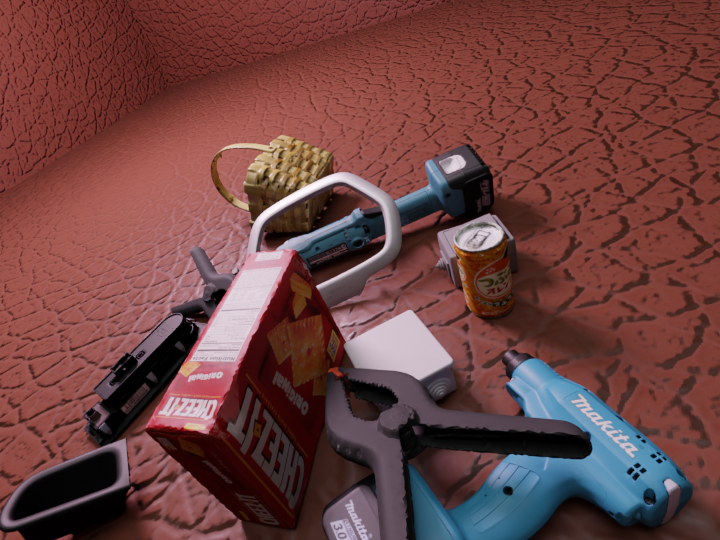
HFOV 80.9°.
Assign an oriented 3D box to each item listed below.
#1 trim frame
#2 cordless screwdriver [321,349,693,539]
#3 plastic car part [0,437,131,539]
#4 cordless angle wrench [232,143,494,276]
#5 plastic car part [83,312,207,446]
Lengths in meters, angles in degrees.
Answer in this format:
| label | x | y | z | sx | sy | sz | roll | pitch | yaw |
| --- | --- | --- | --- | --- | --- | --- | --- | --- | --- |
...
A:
| label | x | y | z | sx | sy | sz | roll | pitch | yaw |
| --- | --- | --- | --- | --- | --- | --- | --- | --- | --- |
| trim frame | -0.061 | -0.040 | 0.620 | 0.251 | 0.026 | 0.190 | -27 | 69 | 8 |
| cordless screwdriver | 0.091 | 0.163 | 0.340 | 0.246 | 0.071 | 0.167 | -25 | 35 | -9 |
| plastic car part | -0.298 | 0.244 | 0.444 | 0.114 | 0.069 | 0.070 | -18 | 32 | -22 |
| cordless angle wrench | -0.010 | -0.063 | 0.665 | 0.426 | 0.093 | 0.078 | -23 | 53 | 7 |
| plastic car part | -0.305 | 0.135 | 0.596 | 0.070 | 0.064 | 0.201 | 2 | 40 | 40 |
